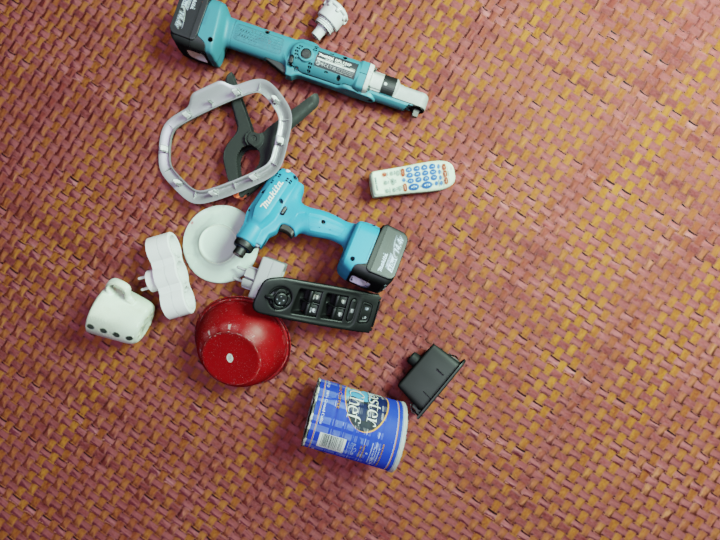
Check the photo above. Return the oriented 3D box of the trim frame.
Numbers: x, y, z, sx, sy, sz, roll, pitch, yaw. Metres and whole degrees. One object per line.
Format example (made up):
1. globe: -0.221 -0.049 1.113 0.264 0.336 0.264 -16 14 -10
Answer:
1. trim frame: -0.225 -0.211 0.684 0.254 0.027 0.186 -17 82 16

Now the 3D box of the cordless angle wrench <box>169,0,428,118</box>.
1. cordless angle wrench: -0.091 -0.341 0.692 0.423 0.074 0.098 19 89 0

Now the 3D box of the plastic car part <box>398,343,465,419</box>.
1. plastic car part: 0.103 0.167 0.677 0.073 0.064 0.116 37 86 14

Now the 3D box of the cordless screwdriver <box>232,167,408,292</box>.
1. cordless screwdriver: -0.064 -0.042 0.659 0.251 0.073 0.159 28 70 4

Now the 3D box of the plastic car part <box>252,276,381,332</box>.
1. plastic car part: -0.071 0.045 0.661 0.194 0.070 0.066 11 107 -27
